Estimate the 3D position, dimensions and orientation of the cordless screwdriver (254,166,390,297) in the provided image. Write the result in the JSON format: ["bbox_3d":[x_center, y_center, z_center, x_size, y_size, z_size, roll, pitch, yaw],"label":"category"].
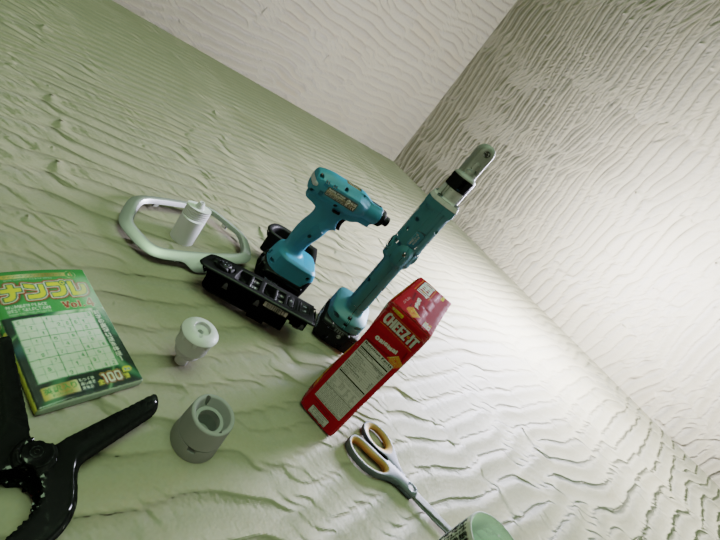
[{"bbox_3d":[-0.074,-0.048,0.757,0.153,0.249,0.077,30,24,-22],"label":"cordless screwdriver"}]

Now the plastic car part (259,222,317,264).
[{"bbox_3d":[-0.153,-0.039,0.859,0.114,0.071,0.067,32,23,-13],"label":"plastic car part"}]

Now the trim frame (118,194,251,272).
[{"bbox_3d":[-0.302,-0.067,0.748,0.236,0.027,0.193,5,38,-53],"label":"trim frame"}]

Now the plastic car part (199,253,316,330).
[{"bbox_3d":[-0.170,0.041,0.679,0.199,0.067,0.067,34,22,-9],"label":"plastic car part"}]

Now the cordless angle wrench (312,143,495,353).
[{"bbox_3d":[0.070,-0.034,0.710,0.073,0.424,0.099,36,22,-8],"label":"cordless angle wrench"}]
